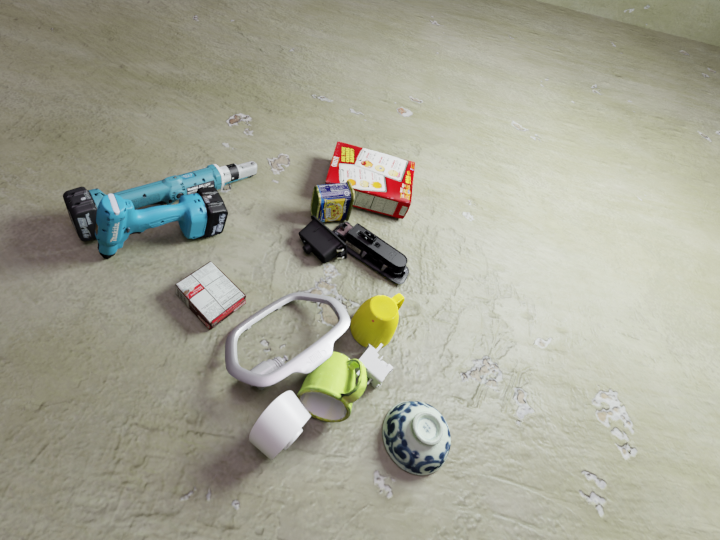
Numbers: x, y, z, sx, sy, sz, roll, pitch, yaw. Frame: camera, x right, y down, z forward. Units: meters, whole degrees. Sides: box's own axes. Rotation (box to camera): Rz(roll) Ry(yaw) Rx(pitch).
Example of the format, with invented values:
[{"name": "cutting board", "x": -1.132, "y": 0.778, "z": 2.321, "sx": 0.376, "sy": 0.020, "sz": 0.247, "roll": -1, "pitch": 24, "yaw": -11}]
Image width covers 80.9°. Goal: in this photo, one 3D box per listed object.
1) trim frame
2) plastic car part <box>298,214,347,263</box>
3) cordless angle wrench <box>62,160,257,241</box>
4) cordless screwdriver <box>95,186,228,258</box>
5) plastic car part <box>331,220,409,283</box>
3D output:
[{"name": "trim frame", "x": -0.135, "y": 0.118, "z": 0.777, "sx": 0.243, "sy": 0.026, "sz": 0.195, "roll": -33, "pitch": 42, "yaw": -32}, {"name": "plastic car part", "x": -0.092, "y": -0.060, "z": 0.942, "sx": 0.121, "sy": 0.064, "sz": 0.070, "roll": 40, "pitch": 70, "yaw": 21}, {"name": "cordless angle wrench", "x": -0.417, "y": -0.182, "z": 0.946, "sx": 0.411, "sy": 0.096, "sz": 0.078, "roll": -26, "pitch": 62, "yaw": -31}, {"name": "cordless screwdriver", "x": -0.407, "y": -0.094, "z": 0.868, "sx": 0.239, "sy": 0.159, "sz": 0.077, "roll": -13, "pitch": 62, "yaw": -40}, {"name": "plastic car part", "x": 0.029, "y": -0.051, "z": 0.957, "sx": 0.208, "sy": 0.066, "sz": 0.065, "roll": 38, "pitch": 47, "yaw": 13}]
